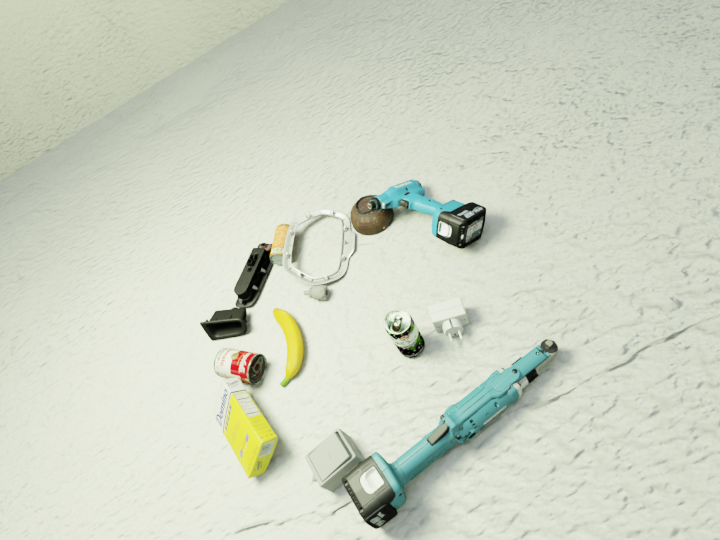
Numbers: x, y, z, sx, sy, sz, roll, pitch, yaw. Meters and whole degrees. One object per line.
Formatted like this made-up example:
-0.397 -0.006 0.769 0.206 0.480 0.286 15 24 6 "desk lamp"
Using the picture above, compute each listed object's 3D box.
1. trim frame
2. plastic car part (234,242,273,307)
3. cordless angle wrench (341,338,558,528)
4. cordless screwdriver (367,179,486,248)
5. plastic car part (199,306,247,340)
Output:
-0.106 -0.070 1.088 0.187 0.026 0.255 -1 52 7 "trim frame"
-0.281 0.003 1.123 0.068 0.064 0.206 5 61 18 "plastic car part"
0.165 0.251 0.701 0.421 0.093 0.078 -36 48 -7 "cordless angle wrench"
0.145 -0.134 0.968 0.155 0.072 0.263 -24 40 -29 "cordless screwdriver"
-0.329 0.124 1.060 0.119 0.063 0.073 -12 37 14 "plastic car part"
